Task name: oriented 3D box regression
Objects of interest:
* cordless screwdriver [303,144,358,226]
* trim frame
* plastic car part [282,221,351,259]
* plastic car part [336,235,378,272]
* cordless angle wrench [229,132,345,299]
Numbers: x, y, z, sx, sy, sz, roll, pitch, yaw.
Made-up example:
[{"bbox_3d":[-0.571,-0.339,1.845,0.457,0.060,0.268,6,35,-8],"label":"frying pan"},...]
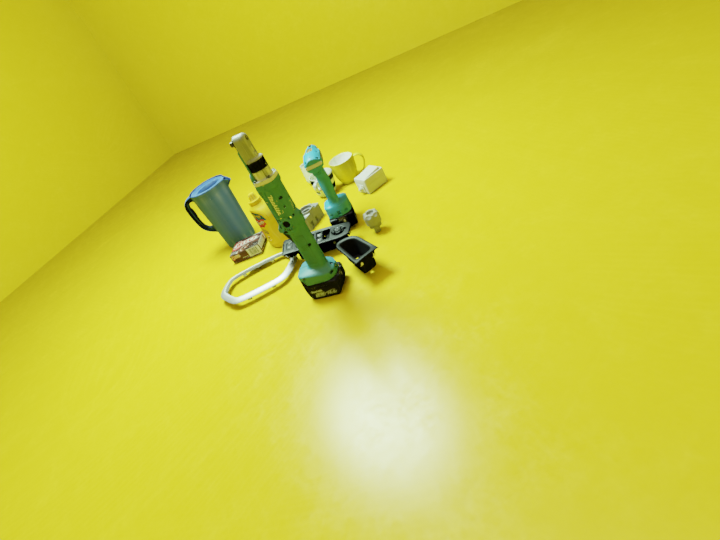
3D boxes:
[{"bbox_3d":[-0.093,-0.243,1.220,0.075,0.238,0.165,-24,30,8],"label":"cordless screwdriver"},{"bbox_3d":[-0.290,0.018,1.214,0.249,0.026,0.192,-29,32,1],"label":"trim frame"},{"bbox_3d":[-0.114,-0.075,1.167,0.207,0.064,0.068,-20,32,16],"label":"plastic car part"},{"bbox_3d":[-0.003,-0.034,1.018,0.065,0.068,0.123,-36,32,-12],"label":"plastic car part"},{"bbox_3d":[-0.159,-0.115,0.937,0.101,0.405,0.075,-15,32,22],"label":"cordless angle wrench"}]
